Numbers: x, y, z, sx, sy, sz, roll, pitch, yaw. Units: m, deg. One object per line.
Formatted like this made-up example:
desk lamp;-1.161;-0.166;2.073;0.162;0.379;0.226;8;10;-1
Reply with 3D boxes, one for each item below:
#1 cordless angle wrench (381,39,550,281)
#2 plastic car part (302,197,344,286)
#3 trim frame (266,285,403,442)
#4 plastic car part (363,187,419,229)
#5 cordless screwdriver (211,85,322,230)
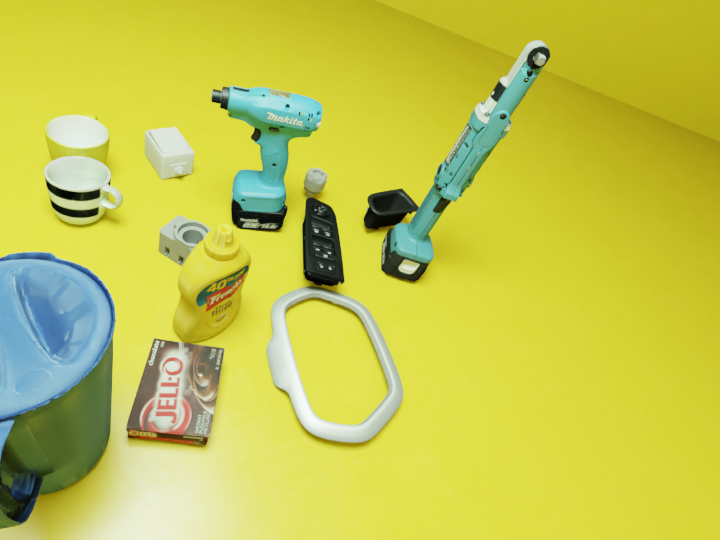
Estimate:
cordless angle wrench;0.147;-0.146;0.661;0.073;0.420;0.100;18;45;-11
plastic car part;-0.071;-0.047;0.730;0.064;0.066;0.210;10;46;-17
trim frame;-0.041;0.122;0.610;0.178;0.027;0.260;-4;50;-25
plastic car part;0.048;-0.114;0.840;0.112;0.070;0.069;-16;58;-35
cordless screwdriver;-0.171;-0.177;0.684;0.154;0.247;0.077;7;48;-20
